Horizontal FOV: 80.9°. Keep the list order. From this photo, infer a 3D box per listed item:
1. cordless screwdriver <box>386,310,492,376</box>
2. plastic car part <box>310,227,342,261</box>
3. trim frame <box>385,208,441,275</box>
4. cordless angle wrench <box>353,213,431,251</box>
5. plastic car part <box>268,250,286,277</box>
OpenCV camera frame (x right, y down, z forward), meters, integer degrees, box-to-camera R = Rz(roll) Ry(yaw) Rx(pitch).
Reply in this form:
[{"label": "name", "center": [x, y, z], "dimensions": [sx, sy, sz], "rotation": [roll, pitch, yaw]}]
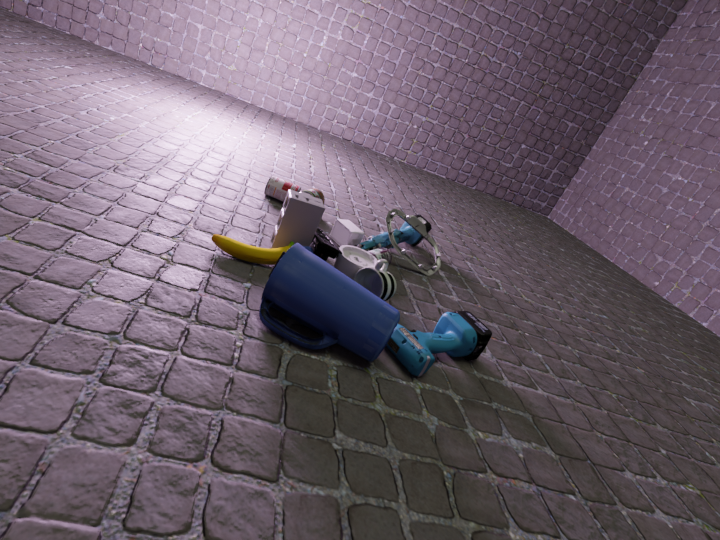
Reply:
[{"label": "cordless screwdriver", "center": [0.148, 0.132, 0.895], "dimensions": [0.237, 0.073, 0.168], "rotation": [-3, 34, -38]}, {"label": "plastic car part", "center": [-0.106, -0.069, 1.086], "dimensions": [0.064, 0.067, 0.211], "rotation": [18, 17, -22]}, {"label": "trim frame", "center": [0.167, -0.090, 1.299], "dimensions": [0.240, 0.028, 0.186], "rotation": [37, 44, -18]}, {"label": "cordless angle wrench", "center": [0.091, -0.097, 1.317], "dimensions": [0.077, 0.098, 0.409], "rotation": [46, 34, 15]}, {"label": "plastic car part", "center": [-0.127, 0.017, 0.917], "dimensions": [0.120, 0.066, 0.069], "rotation": [34, 11, 16]}]
